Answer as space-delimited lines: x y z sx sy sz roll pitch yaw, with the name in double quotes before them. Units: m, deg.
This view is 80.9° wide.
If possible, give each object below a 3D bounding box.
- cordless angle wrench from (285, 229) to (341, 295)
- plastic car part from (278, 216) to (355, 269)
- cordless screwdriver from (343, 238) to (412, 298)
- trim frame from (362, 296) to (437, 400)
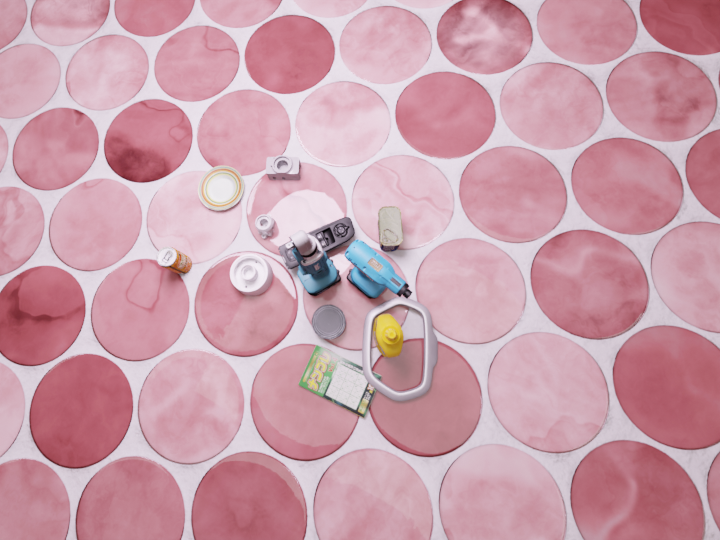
"cordless angle wrench" -0.102 -0.018 0.903 0.097 0.416 0.076 -31 81 -6
"plastic car part" -0.107 -0.070 1.095 0.202 0.066 0.068 -27 78 -2
"cordless screwdriver" 0.039 0.018 0.970 0.163 0.244 0.074 40 82 8
"trim frame" 0.097 0.189 1.035 0.186 0.027 0.252 1 77 5
